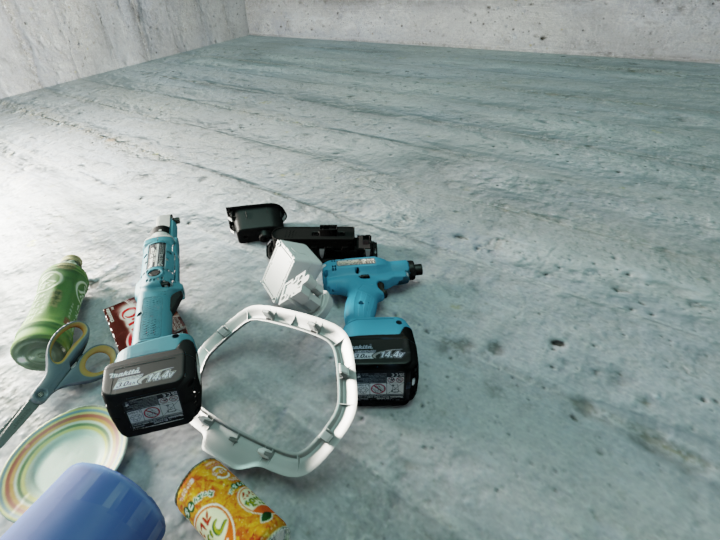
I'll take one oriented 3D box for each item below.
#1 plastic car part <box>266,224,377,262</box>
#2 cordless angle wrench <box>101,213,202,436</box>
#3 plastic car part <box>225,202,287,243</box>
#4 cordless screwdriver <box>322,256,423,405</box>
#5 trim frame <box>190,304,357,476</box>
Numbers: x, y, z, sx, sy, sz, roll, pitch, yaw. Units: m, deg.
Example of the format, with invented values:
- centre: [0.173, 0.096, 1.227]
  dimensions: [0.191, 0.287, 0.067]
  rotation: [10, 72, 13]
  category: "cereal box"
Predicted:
- centre: [-0.073, -0.048, 0.749]
  dimensions: [0.206, 0.064, 0.068]
  rotation: [-2, 44, 8]
  category: "plastic car part"
- centre: [-0.290, 0.025, 0.611]
  dimensions: [0.096, 0.072, 0.444]
  rotation: [-11, 37, -16]
  category: "cordless angle wrench"
- centre: [-0.196, -0.085, 0.816]
  dimensions: [0.115, 0.064, 0.074]
  rotation: [-7, 52, -8]
  category: "plastic car part"
- centre: [0.031, 0.061, 0.586]
  dimensions: [0.159, 0.072, 0.257]
  rotation: [-6, 34, -3]
  category: "cordless screwdriver"
- centre: [-0.114, 0.127, 0.491]
  dimensions: [0.261, 0.026, 0.185]
  rotation: [10, 63, 33]
  category: "trim frame"
